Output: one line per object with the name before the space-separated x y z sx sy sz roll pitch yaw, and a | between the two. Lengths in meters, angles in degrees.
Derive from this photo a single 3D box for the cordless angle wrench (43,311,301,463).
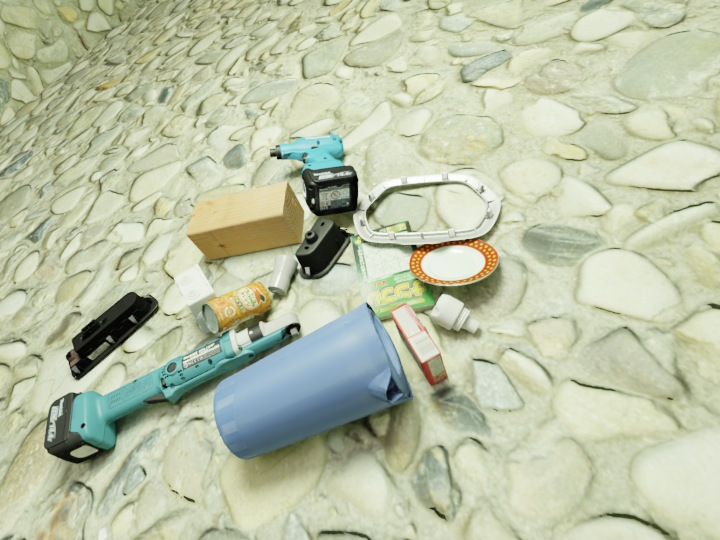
cordless angle wrench | -0.290 0.170 0.679 0.423 0.071 0.103 -26 48 0

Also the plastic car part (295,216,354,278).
plastic car part | -0.073 -0.048 0.750 0.069 0.067 0.116 15 59 33

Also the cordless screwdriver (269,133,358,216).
cordless screwdriver | -0.096 -0.201 0.837 0.158 0.072 0.259 -8 38 -8

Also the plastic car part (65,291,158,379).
plastic car part | -0.489 0.111 0.820 0.201 0.064 0.070 -41 42 -13

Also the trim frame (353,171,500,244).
trim frame | 0.108 -0.109 0.732 0.256 0.026 0.187 -1 51 17
